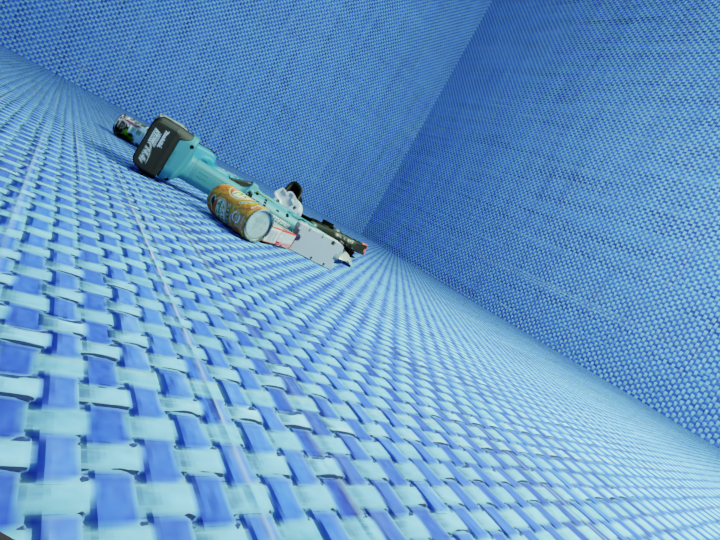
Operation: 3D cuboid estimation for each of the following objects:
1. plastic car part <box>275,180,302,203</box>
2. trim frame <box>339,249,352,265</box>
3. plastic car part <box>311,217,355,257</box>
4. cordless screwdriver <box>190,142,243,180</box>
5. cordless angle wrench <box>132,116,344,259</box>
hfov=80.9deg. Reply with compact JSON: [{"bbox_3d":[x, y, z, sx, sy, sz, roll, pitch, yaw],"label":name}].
[{"bbox_3d":[-0.199,-0.186,1.193,0.069,0.116,0.068,31,-17,21],"label":"plastic car part"},{"bbox_3d":[-0.097,-0.063,0.992,0.185,0.027,0.248,28,4,0],"label":"trim frame"},{"bbox_3d":[-0.088,-0.096,1.158,0.213,0.067,0.063,35,0,26],"label":"plastic car part"},{"bbox_3d":[-0.419,-0.280,1.103,0.150,0.074,0.263,22,13,-48],"label":"cordless screwdriver"},{"bbox_3d":[-0.198,-0.123,0.777,0.404,0.098,0.078,31,4,-27],"label":"cordless angle wrench"}]
